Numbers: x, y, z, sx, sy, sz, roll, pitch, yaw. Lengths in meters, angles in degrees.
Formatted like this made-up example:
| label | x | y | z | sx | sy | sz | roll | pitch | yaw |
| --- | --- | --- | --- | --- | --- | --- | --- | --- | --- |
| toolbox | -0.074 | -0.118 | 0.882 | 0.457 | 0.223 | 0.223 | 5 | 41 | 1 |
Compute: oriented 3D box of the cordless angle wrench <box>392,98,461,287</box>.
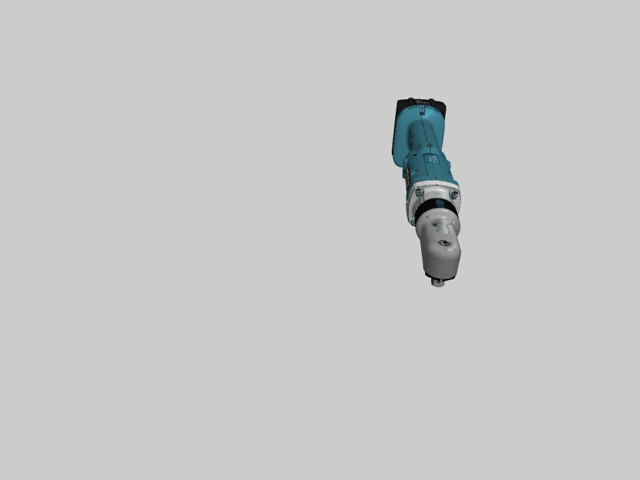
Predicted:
| label | x | y | z | sx | sy | sz | roll | pitch | yaw |
| --- | --- | --- | --- | --- | --- | --- | --- | --- | --- |
| cordless angle wrench | 0.127 | -0.084 | 0.512 | 0.074 | 0.098 | 0.421 | 5 | 30 | 7 |
